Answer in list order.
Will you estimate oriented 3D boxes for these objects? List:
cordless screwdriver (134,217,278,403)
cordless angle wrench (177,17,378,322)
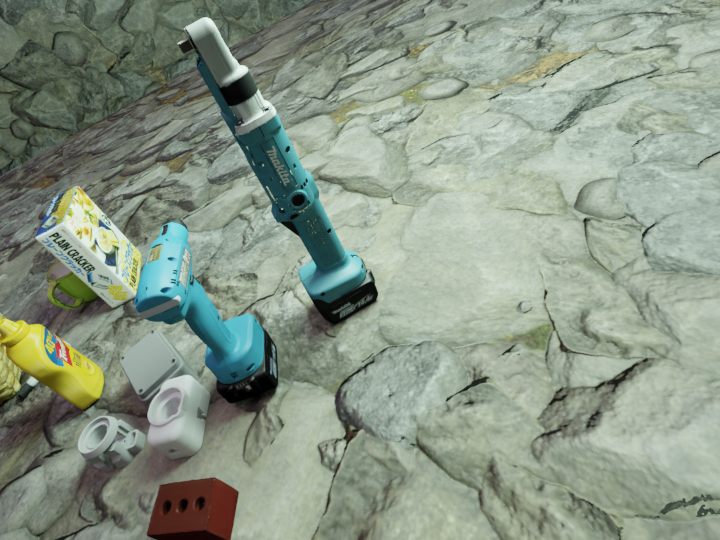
[{"bbox_3d":[-0.196,0.054,0.561,0.075,0.237,0.166,-22,40,4],"label":"cordless screwdriver"},{"bbox_3d":[-0.087,-0.097,0.528,0.098,0.402,0.078,-29,40,-4],"label":"cordless angle wrench"}]
